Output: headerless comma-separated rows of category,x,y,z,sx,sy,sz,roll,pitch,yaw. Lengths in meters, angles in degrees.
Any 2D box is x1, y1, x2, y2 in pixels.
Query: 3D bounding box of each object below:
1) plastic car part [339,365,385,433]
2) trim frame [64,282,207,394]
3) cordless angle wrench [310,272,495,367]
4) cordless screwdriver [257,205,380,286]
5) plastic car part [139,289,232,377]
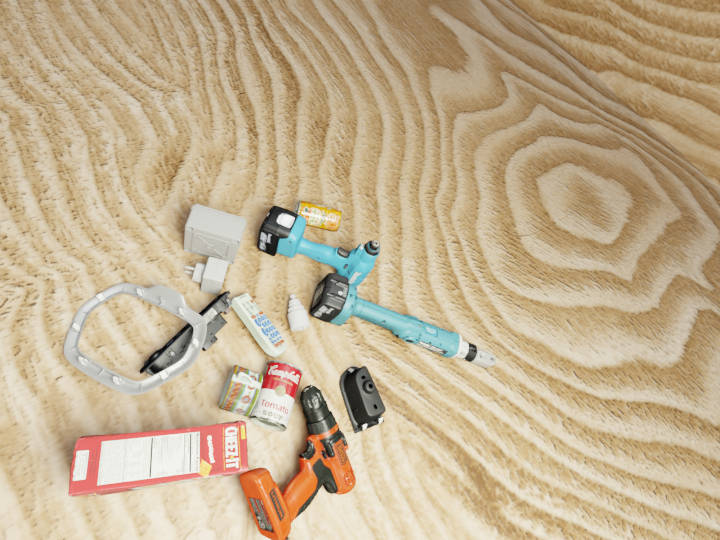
plastic car part,0.008,0.233,0.794,0.064,0.071,0.120,-10,67,-29
trim frame,-0.378,0.102,0.710,0.257,0.026,0.184,18,52,19
cordless angle wrench,0.104,0.124,0.891,0.414,0.098,0.075,22,58,-11
cordless screwdriver,-0.087,-0.057,0.889,0.247,0.158,0.075,25,54,-3
plastic car part,-0.303,0.123,0.758,0.200,0.069,0.065,-45,110,-37
